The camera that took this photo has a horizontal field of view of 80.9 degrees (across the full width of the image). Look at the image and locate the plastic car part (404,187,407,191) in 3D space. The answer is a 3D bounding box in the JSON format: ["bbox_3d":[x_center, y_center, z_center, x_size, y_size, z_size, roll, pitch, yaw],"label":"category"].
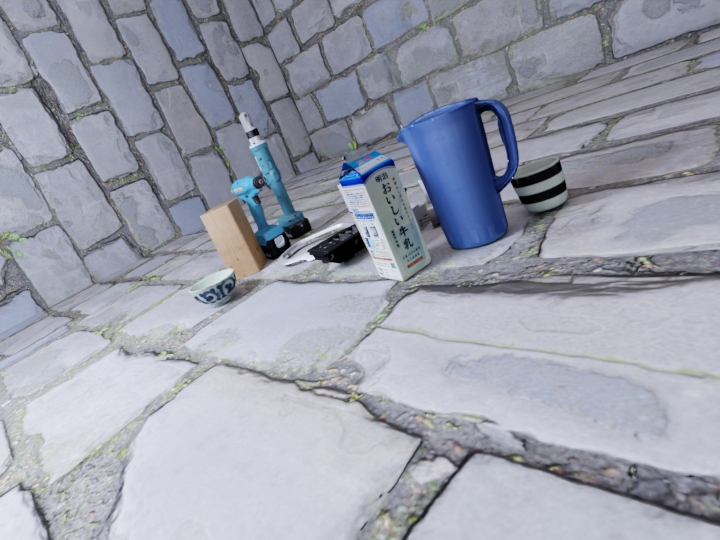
[{"bbox_3d":[0.084,-0.154,1.059,0.114,0.069,0.069,-35,20,-29],"label":"plastic car part"}]

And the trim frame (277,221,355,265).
[{"bbox_3d":[-0.111,-0.073,1.137,0.250,0.027,0.188,-22,20,6],"label":"trim frame"}]

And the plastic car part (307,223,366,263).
[{"bbox_3d":[-0.023,-0.063,0.955,0.069,0.065,0.199,-4,27,47],"label":"plastic car part"}]

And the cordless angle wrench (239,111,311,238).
[{"bbox_3d":[-0.284,-0.303,1.355,0.073,0.413,0.102,-30,17,-25],"label":"cordless angle wrench"}]

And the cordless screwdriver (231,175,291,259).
[{"bbox_3d":[-0.280,-0.156,1.224,0.073,0.243,0.166,-33,19,-32],"label":"cordless screwdriver"}]
